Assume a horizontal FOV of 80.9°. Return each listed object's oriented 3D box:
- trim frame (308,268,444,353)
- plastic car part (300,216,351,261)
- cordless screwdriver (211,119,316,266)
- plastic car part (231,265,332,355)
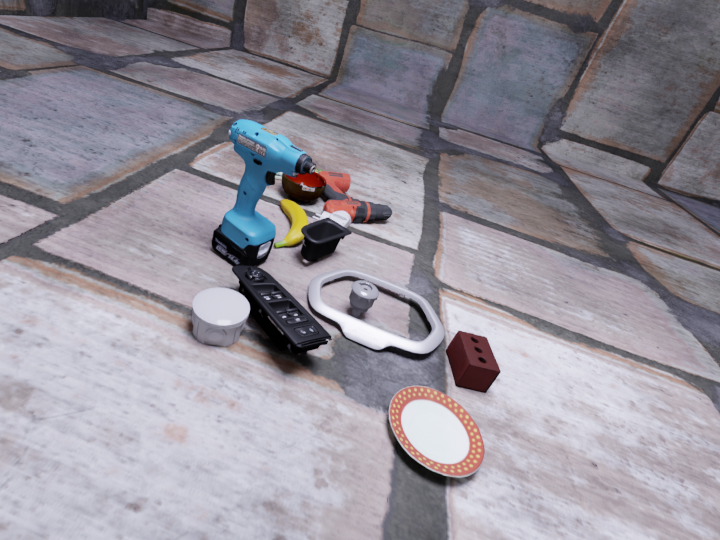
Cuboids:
[{"bbox_3d":[0.026,0.066,0.742,0.253,0.027,0.184,22,31,7],"label":"trim frame"},{"bbox_3d":[-0.082,-0.054,0.837,0.069,0.070,0.113,32,34,21],"label":"plastic car part"},{"bbox_3d":[-0.168,-0.114,0.722,0.165,0.245,0.072,32,32,20],"label":"cordless screwdriver"},{"bbox_3d":[-0.131,0.060,0.638,0.063,0.066,0.214,-11,41,-40],"label":"plastic car part"}]
